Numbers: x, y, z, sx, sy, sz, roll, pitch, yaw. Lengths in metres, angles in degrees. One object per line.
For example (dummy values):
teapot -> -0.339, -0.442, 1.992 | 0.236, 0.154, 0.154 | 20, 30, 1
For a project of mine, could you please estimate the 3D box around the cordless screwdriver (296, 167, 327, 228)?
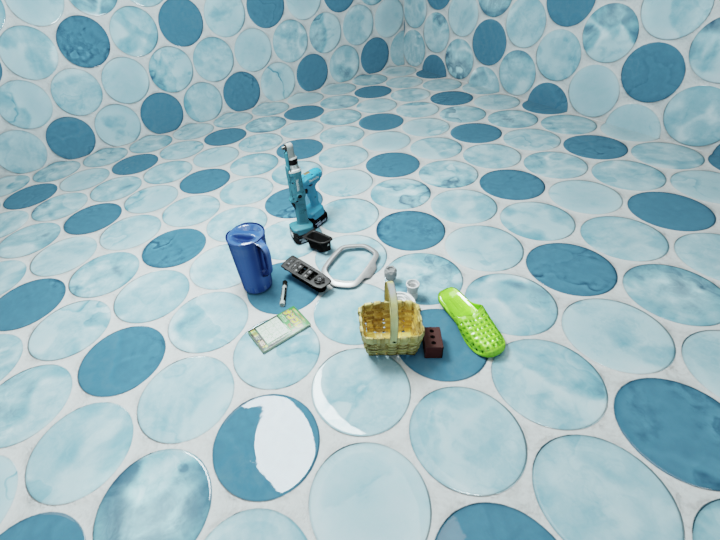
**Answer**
cordless screwdriver -> -0.216, -0.286, 1.740 | 0.078, 0.240, 0.156 | 27, 49, 33

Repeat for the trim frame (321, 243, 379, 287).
trim frame -> -0.035, -0.022, 1.563 | 0.192, 0.026, 0.247 | 15, 45, 25

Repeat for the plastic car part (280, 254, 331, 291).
plastic car part -> -0.192, 0.022, 1.508 | 0.214, 0.064, 0.065 | 26, 49, 33

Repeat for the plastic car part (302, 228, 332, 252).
plastic car part -> -0.161, -0.106, 1.651 | 0.123, 0.068, 0.065 | 25, 48, 32

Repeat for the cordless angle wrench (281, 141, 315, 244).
cordless angle wrench -> -0.243, -0.292, 1.621 | 0.096, 0.408, 0.078 | -19, 41, -18
